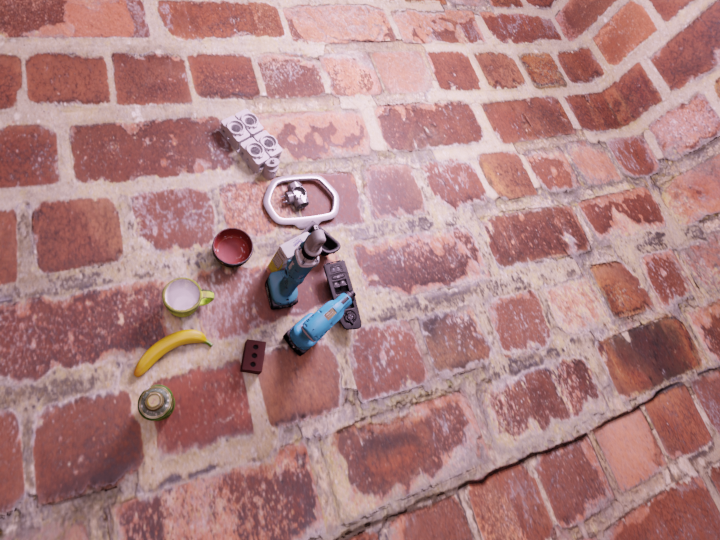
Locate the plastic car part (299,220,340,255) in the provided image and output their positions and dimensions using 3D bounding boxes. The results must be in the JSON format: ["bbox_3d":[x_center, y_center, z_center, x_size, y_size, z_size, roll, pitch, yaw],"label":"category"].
[{"bbox_3d":[-0.124,-0.081,1.267,0.117,0.071,0.065,39,62,0],"label":"plastic car part"}]

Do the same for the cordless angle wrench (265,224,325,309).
[{"bbox_3d":[-0.155,0.000,1.023,0.072,0.426,0.100,-9,75,-25],"label":"cordless angle wrench"}]

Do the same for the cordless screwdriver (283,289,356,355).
[{"bbox_3d":[-0.105,0.132,1.080,0.157,0.250,0.075,-41,89,-28],"label":"cordless screwdriver"}]

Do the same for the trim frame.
[{"bbox_3d":[-0.184,-0.220,1.333,0.241,0.027,0.189,-9,71,-21],"label":"trim frame"}]

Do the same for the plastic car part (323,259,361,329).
[{"bbox_3d":[-0.056,0.077,1.223,0.064,0.067,0.208,-11,72,-23],"label":"plastic car part"}]
